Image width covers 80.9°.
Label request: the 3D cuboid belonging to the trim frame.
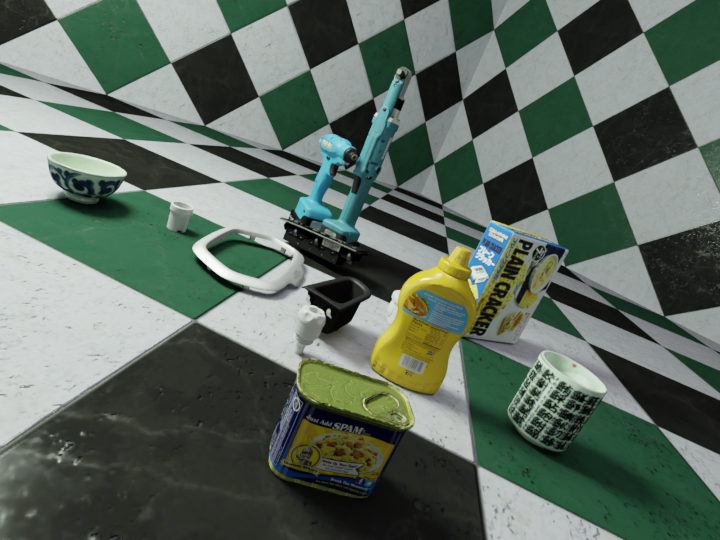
[{"bbox_3d":[-0.185,-0.023,0.738,0.185,0.027,0.249,21,17,0],"label":"trim frame"}]

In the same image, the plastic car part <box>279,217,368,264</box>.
[{"bbox_3d":[-0.087,-0.057,0.890,0.212,0.066,0.064,29,18,24],"label":"plastic car part"}]

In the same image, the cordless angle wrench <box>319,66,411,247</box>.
[{"bbox_3d":[0.016,-0.225,0.919,0.078,0.420,0.094,30,18,24],"label":"cordless angle wrench"}]

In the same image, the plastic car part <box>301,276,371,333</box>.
[{"bbox_3d":[-0.034,0.055,0.606,0.069,0.070,0.112,30,19,25],"label":"plastic car part"}]

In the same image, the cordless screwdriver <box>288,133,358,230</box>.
[{"bbox_3d":[-0.082,-0.182,0.968,0.071,0.247,0.167,14,18,-30],"label":"cordless screwdriver"}]
